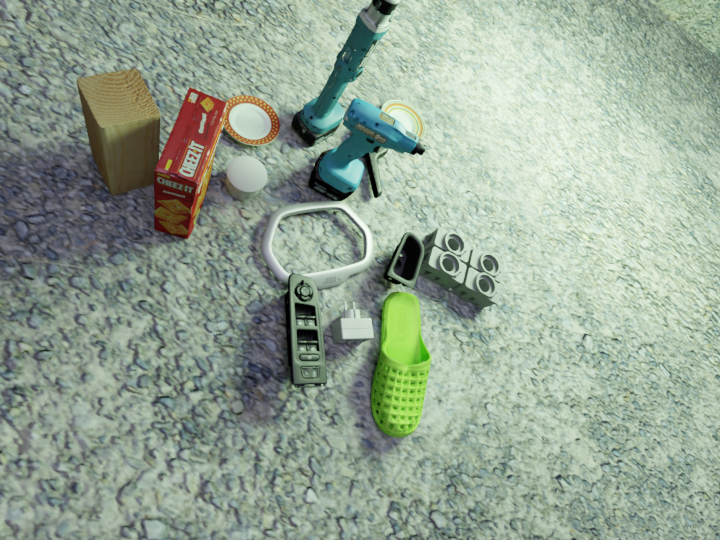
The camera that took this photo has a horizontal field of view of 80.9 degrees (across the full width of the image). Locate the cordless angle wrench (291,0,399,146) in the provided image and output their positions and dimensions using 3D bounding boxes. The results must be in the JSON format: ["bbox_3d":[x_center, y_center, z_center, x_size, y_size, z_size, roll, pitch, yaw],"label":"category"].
[{"bbox_3d":[-0.020,-0.390,0.800,0.096,0.429,0.074,-39,92,-32],"label":"cordless angle wrench"}]

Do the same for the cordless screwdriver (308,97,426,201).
[{"bbox_3d":[0.003,-0.220,0.840,0.155,0.252,0.075,27,62,-14],"label":"cordless screwdriver"}]

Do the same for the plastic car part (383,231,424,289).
[{"bbox_3d":[0.086,-0.016,0.892,0.065,0.072,0.117,29,61,-12],"label":"plastic car part"}]

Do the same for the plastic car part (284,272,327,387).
[{"bbox_3d":[-0.105,0.106,0.764,0.064,0.068,0.208,4,68,-24],"label":"plastic car part"}]

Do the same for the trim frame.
[{"bbox_3d":[-0.084,-0.055,0.864,0.240,0.028,0.188,-12,74,-26],"label":"trim frame"}]
